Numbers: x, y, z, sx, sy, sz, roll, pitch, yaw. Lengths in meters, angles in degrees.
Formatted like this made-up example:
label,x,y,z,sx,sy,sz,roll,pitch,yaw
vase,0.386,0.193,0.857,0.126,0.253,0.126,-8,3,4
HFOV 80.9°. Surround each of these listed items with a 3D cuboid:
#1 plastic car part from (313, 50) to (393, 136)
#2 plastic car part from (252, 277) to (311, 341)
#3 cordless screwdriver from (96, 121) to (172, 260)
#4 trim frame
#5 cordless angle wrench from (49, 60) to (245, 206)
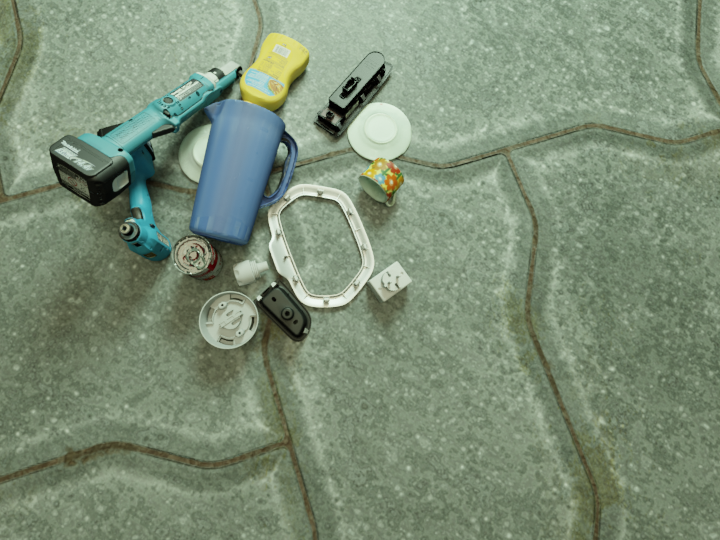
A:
label,x,y,z,sx,sy,sz,roll,pitch,yaw
plastic car part,-0.012,-0.370,0.854,0.069,0.065,0.202,35,76,17
plastic car part,-0.134,0.073,0.757,0.066,0.070,0.118,-44,82,-9
cordless screwdriver,-0.403,-0.145,0.746,0.074,0.158,0.253,-17,79,-9
trim frame,-0.079,-0.052,0.806,0.183,0.027,0.252,-20,82,-5
cordless angle wrench,-0.339,-0.277,0.747,0.098,0.074,0.423,30,52,0
